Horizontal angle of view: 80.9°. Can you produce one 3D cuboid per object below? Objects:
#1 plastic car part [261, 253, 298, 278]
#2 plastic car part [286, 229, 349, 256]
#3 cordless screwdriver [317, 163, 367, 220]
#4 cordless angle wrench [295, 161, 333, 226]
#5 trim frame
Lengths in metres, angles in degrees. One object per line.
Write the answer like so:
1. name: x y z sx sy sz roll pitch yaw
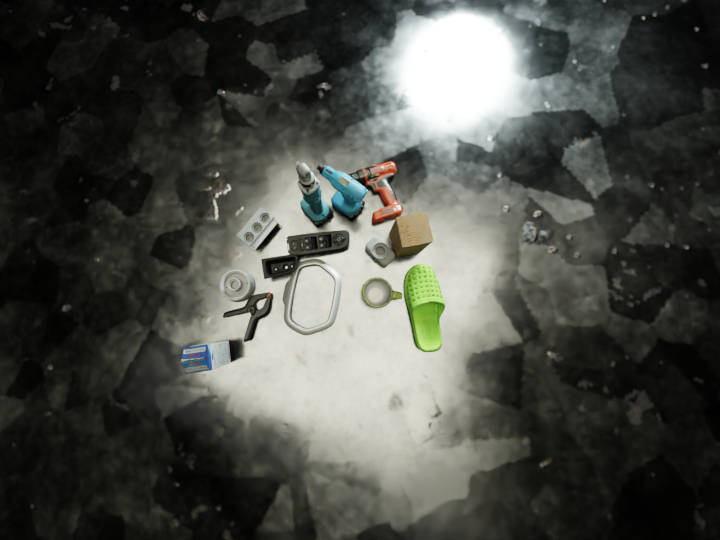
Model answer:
1. plastic car part: -0.253 -0.012 1.363 0.117 0.070 0.067 -11 82 1
2. plastic car part: -0.134 -0.088 1.369 0.204 0.066 0.067 -8 82 2
3. cordless screwdriver: -0.058 -0.242 1.299 0.162 0.246 0.074 37 84 5
4. cordless angle wrench: -0.140 -0.218 1.214 0.074 0.418 0.099 -40 86 -5
5. trim frame: -0.159 0.084 1.361 0.186 0.027 0.250 9 81 6
